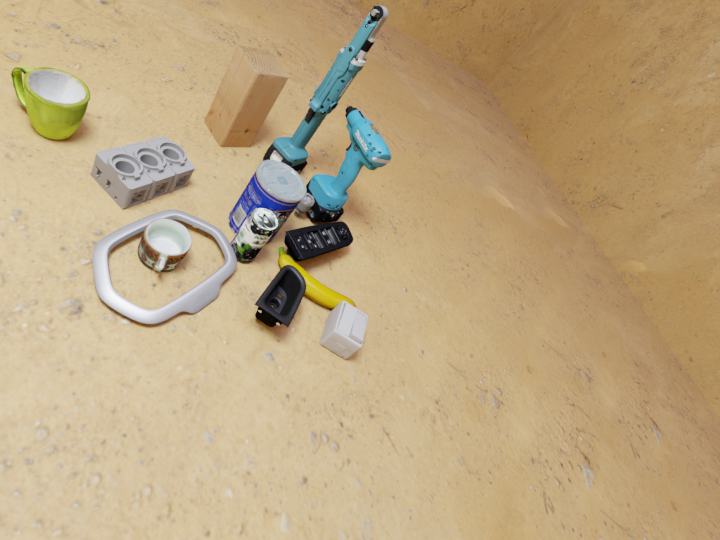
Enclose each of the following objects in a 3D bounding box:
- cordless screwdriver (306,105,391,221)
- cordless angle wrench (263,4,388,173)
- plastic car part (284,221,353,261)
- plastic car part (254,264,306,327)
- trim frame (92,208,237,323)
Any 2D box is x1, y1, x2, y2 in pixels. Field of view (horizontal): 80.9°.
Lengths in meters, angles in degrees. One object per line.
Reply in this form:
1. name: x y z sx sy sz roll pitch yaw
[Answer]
1. cordless screwdriver: -0.047 -0.231 0.946 0.071 0.251 0.165 -2 57 -43
2. cordless angle wrench: -0.077 -0.371 0.914 0.075 0.427 0.096 49 38 4
3. plastic car part: -0.087 -0.057 0.893 0.196 0.068 0.068 -24 72 -49
4. plastic car part: -0.143 0.052 0.737 0.065 0.071 0.117 36 38 -10
5. trim frame: -0.313 -0.013 0.694 0.185 0.028 0.245 43 38 2
